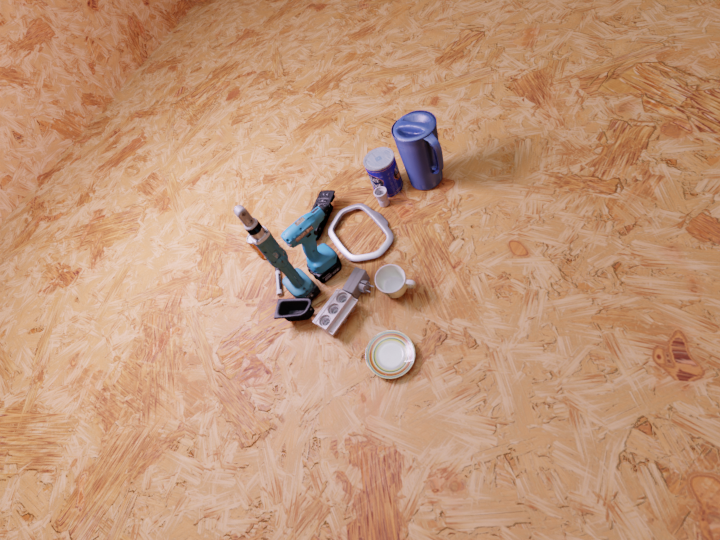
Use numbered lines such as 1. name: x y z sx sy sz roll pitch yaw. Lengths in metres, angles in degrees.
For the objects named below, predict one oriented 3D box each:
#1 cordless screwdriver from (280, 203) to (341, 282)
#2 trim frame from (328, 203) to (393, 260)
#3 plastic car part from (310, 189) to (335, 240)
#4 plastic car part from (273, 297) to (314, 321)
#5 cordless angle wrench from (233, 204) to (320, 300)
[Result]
1. cordless screwdriver: -0.123 -0.081 1.261 0.158 0.236 0.079 -41 52 -9
2. trim frame: -0.001 -0.126 1.374 0.184 0.026 0.262 -36 51 -3
3. plastic car part: -0.142 -0.181 1.451 0.069 0.063 0.204 10 62 28
4. plastic car part: -0.188 0.124 1.257 0.120 0.067 0.067 -4 56 21
5. cordless angle wrench: -0.232 -0.038 1.173 0.074 0.401 0.103 -43 53 -11
